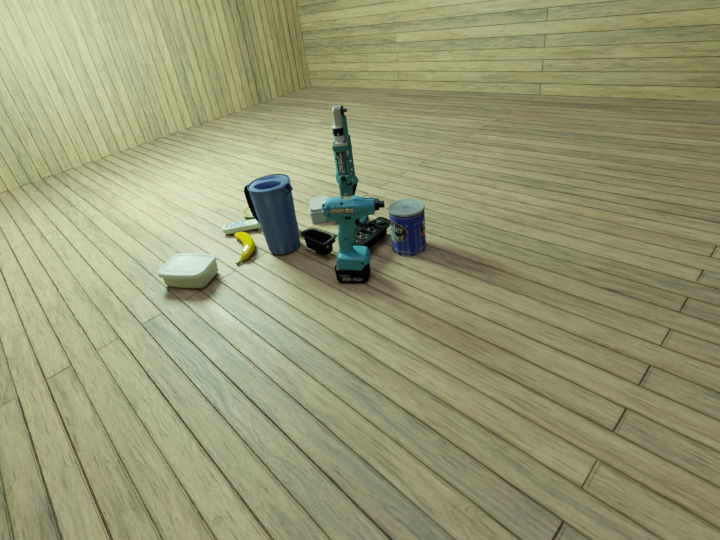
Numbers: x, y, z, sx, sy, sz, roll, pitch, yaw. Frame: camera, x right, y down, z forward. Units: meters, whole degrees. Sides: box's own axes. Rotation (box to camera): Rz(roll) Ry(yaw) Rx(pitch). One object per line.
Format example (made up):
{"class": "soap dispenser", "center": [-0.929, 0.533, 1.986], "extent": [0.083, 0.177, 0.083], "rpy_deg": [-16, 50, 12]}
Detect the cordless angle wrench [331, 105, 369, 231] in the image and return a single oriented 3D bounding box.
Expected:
{"class": "cordless angle wrench", "center": [-0.043, -0.288, 1.287], "extent": [0.101, 0.408, 0.075], "rpy_deg": [3, 33, 18]}

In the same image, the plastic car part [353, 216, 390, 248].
{"class": "plastic car part", "center": [0.031, -0.105, 1.307], "extent": [0.070, 0.064, 0.200], "rpy_deg": [16, 42, 34]}

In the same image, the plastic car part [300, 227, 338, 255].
{"class": "plastic car part", "center": [-0.129, -0.084, 1.318], "extent": [0.123, 0.068, 0.065], "rpy_deg": [20, 43, 38]}

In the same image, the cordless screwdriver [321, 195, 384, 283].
{"class": "cordless screwdriver", "center": [-0.007, -0.085, 1.129], "extent": [0.163, 0.240, 0.075], "rpy_deg": [-1, 33, 13]}
